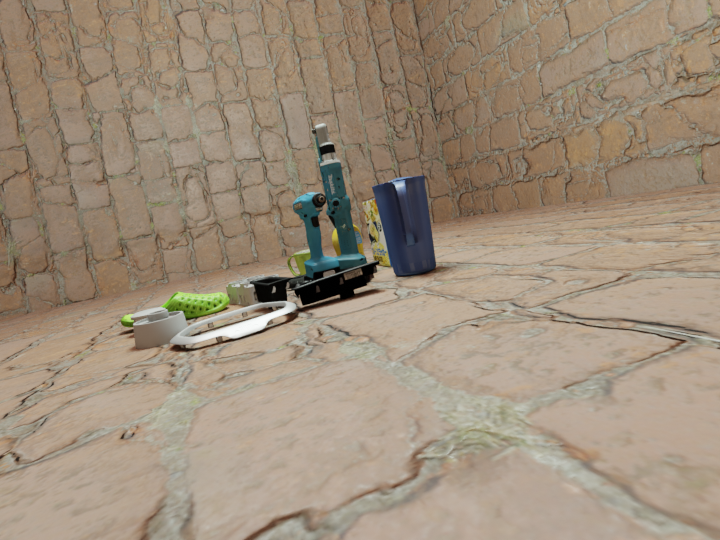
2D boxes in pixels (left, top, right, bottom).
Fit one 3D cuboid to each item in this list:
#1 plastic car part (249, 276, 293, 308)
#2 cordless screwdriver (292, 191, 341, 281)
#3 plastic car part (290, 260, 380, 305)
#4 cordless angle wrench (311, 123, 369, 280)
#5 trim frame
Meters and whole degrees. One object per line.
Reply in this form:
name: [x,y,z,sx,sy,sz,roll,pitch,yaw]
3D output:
plastic car part: [-0.208,0.053,0.983,0.063,0.070,0.121,-15,6,-37]
cordless screwdriver: [-0.100,-0.065,1.020,0.072,0.248,0.164,-13,4,-23]
plastic car part: [-0.054,0.031,0.915,0.199,0.067,0.068,-14,5,-16]
cordless angle wrench: [-0.059,-0.173,1.101,0.100,0.421,0.073,-11,2,16]
trim frame: [-0.242,0.102,0.820,0.241,0.027,0.191,-15,8,-27]
